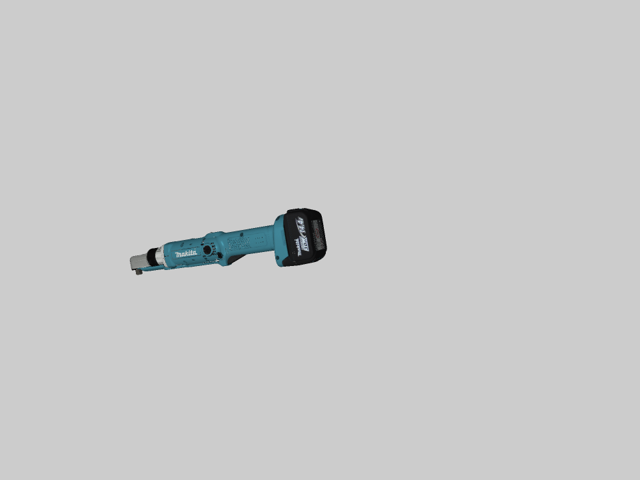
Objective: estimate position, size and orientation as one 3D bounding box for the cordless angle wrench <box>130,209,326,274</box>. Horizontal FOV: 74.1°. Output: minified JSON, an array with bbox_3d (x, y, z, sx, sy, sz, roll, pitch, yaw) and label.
[{"bbox_3d":[-0.199,0.018,0.811,0.424,0.098,0.074,-8,3,21],"label":"cordless angle wrench"}]
